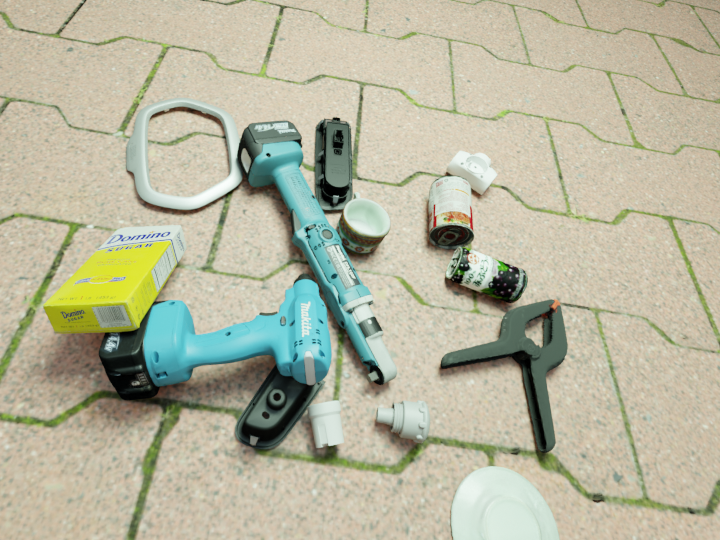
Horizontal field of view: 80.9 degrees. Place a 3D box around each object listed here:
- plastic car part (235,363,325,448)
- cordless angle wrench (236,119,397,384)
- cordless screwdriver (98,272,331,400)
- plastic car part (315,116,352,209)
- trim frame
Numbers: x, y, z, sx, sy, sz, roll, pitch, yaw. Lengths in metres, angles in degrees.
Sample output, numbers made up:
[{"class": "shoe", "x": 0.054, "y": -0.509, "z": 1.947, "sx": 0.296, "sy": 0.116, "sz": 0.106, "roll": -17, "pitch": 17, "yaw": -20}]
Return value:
[{"class": "plastic car part", "x": -0.095, "y": 0.150, "z": 0.495, "sx": 0.067, "sy": 0.070, "sz": 0.116, "roll": 32, "pitch": 56, "yaw": 9}, {"class": "cordless angle wrench", "x": -0.060, "y": -0.039, "z": 0.614, "sx": 0.095, "sy": 0.074, "sz": 0.437, "roll": -15, "pitch": 66, "yaw": -32}, {"class": "cordless screwdriver", "x": -0.163, "y": 0.067, "z": 0.508, "sx": 0.248, "sy": 0.072, "sz": 0.165, "roll": -5, "pitch": 37, "yaw": -3}, {"class": "plastic car part", "x": -0.040, "y": -0.192, "z": 0.718, "sx": 0.065, "sy": 0.067, "sz": 0.208, "roll": 8, "pitch": 61, "yaw": -16}, {"class": "trim frame", "x": -0.291, "y": -0.200, "z": 0.700, "sx": 0.180, "sy": 0.027, "sz": 0.257, "roll": -9, "pitch": 63, "yaw": -15}]
